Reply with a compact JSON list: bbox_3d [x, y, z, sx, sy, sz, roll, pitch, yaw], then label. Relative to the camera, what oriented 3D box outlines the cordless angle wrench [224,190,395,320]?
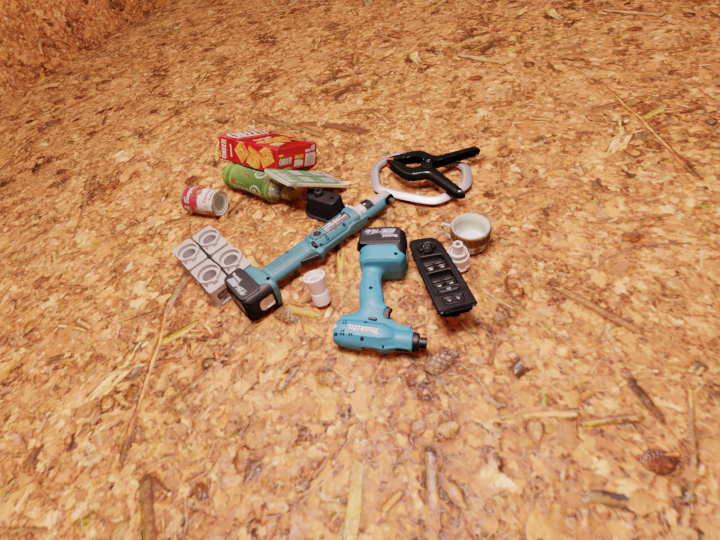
[{"bbox_3d":[-0.088,-0.058,0.905,0.417,0.071,0.103,-38,51,-21],"label":"cordless angle wrench"}]

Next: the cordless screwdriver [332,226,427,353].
[{"bbox_3d":[0.051,0.035,0.783,0.164,0.071,0.253,2,54,16],"label":"cordless screwdriver"}]

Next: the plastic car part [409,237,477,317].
[{"bbox_3d":[0.146,0.012,0.776,0.067,0.064,0.212,-21,43,4],"label":"plastic car part"}]

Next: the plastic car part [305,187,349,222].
[{"bbox_3d":[-0.086,-0.159,0.990,0.122,0.068,0.066,20,55,25],"label":"plastic car part"}]

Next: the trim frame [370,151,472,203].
[{"bbox_3d":[0.140,-0.227,1.017,0.261,0.026,0.184,16,56,29],"label":"trim frame"}]
